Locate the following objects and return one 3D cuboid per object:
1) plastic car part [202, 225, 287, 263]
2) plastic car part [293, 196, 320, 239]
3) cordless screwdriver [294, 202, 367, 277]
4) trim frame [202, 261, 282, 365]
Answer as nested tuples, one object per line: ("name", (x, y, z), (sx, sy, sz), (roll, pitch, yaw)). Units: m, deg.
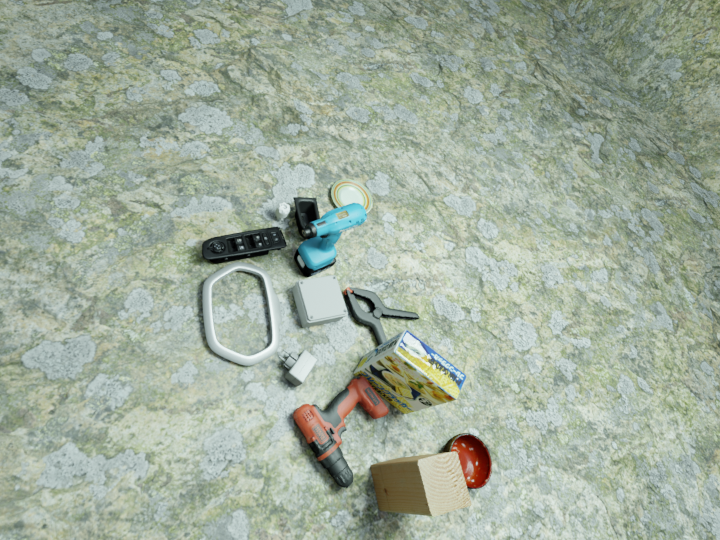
("plastic car part", (-0.289, -0.058, 1.037), (0.196, 0.067, 0.068), (-10, 68, -26))
("plastic car part", (-0.147, -0.131, 1.132), (0.064, 0.071, 0.120), (-1, 64, -25))
("cordless screwdriver", (-0.098, -0.064, 1.005), (0.154, 0.250, 0.076), (-23, 77, -32))
("trim frame", (-0.271, 0.095, 0.981), (0.178, 0.027, 0.256), (-4, 64, -23))
